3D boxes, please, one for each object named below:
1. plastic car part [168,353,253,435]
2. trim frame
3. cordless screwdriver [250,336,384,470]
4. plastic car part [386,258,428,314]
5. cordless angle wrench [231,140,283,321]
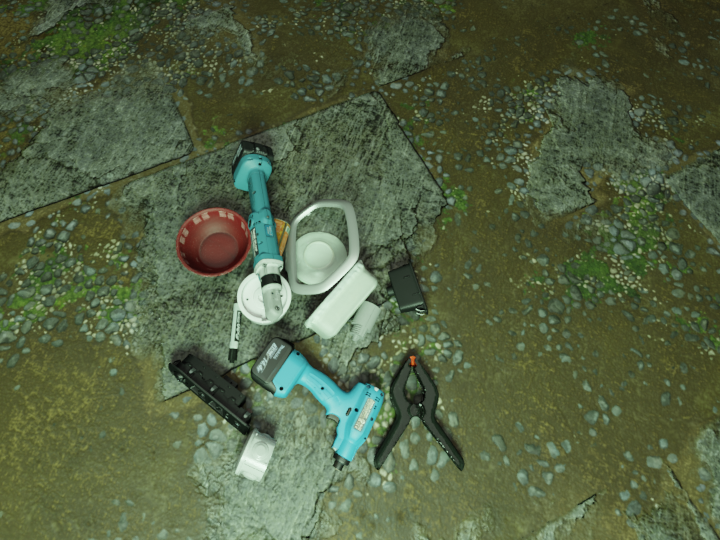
[{"bbox_3d":[-0.282,0.225,0.808,0.207,0.065,0.067,30,60,10],"label":"plastic car part"},{"bbox_3d":[-0.088,-0.057,0.895,0.188,0.026,0.257,-22,52,18],"label":"trim frame"},{"bbox_3d":[-0.095,0.244,0.798,0.252,0.073,0.159,28,70,6],"label":"cordless screwdriver"},{"bbox_3d":[0.093,0.043,0.893,0.071,0.063,0.120,-21,67,4],"label":"plastic car part"},{"bbox_3d":[-0.204,-0.094,0.872,0.071,0.098,0.440,7,51,-33],"label":"cordless angle wrench"}]
